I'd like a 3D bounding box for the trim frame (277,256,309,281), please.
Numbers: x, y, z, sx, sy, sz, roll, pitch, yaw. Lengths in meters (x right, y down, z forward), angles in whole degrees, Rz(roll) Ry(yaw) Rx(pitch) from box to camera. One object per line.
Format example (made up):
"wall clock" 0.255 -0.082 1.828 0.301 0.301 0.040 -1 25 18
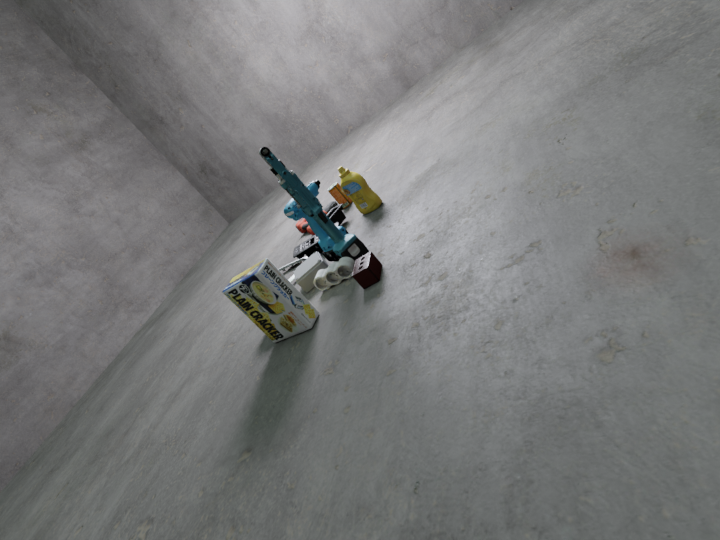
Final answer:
"trim frame" -0.284 0.021 1.574 0.256 0.026 0.185 -25 28 36

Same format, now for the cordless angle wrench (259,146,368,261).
"cordless angle wrench" -0.140 -0.184 1.205 0.074 0.410 0.101 -44 17 -9

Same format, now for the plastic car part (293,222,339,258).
"plastic car part" -0.148 -0.097 1.517 0.206 0.065 0.068 -34 21 19

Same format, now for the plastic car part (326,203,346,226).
"plastic car part" -0.096 -0.188 1.592 0.068 0.069 0.116 -20 30 46

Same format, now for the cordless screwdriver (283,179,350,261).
"cordless screwdriver" -0.115 -0.157 1.337 0.158 0.241 0.077 -52 20 -28
